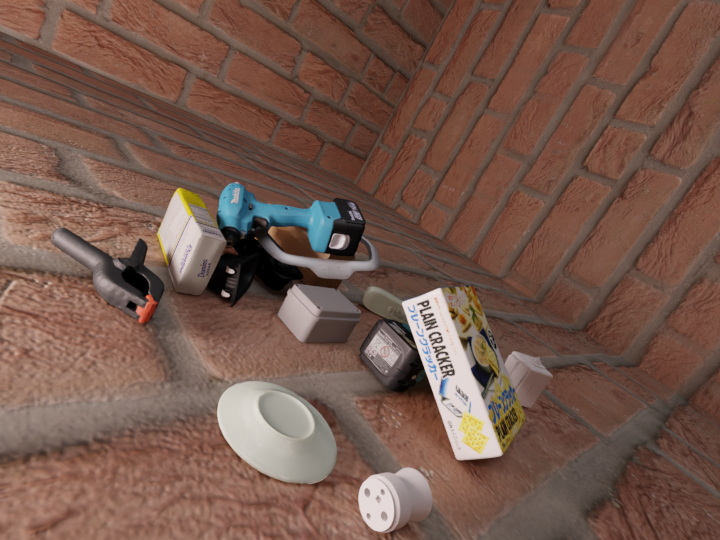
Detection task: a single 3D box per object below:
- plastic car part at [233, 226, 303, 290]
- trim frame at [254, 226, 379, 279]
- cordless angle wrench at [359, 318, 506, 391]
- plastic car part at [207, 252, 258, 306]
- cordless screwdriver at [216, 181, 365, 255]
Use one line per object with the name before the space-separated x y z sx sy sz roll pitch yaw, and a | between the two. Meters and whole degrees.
plastic car part | -0.189 -0.035 0.769 0.213 0.067 0.063 40 21 26
trim frame | -0.077 -0.050 0.789 0.238 0.027 0.194 5 34 -29
cordless angle wrench | 0.169 0.163 0.765 0.400 0.074 0.104 17 19 -45
plastic car part | -0.205 0.001 0.655 0.071 0.065 0.118 13 13 -4
cordless screwdriver | -0.118 -0.076 0.718 0.243 0.073 0.165 8 35 -14
